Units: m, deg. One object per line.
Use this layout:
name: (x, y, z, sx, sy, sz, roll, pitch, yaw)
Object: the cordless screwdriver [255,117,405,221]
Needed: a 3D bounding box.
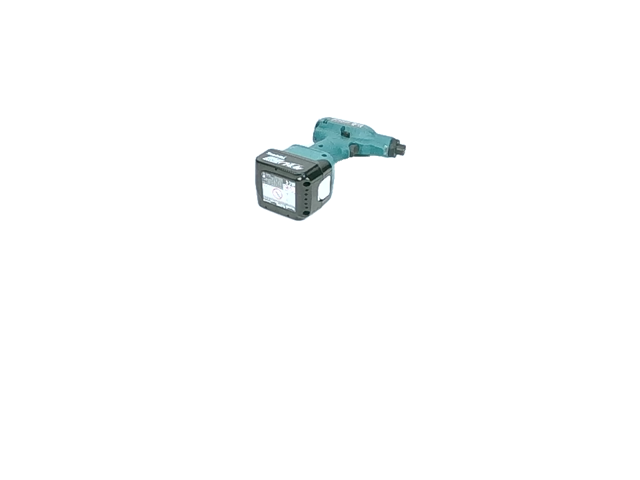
cordless screwdriver: (0.021, -0.119, 0.647, 0.160, 0.074, 0.247, 18, 39, 21)
